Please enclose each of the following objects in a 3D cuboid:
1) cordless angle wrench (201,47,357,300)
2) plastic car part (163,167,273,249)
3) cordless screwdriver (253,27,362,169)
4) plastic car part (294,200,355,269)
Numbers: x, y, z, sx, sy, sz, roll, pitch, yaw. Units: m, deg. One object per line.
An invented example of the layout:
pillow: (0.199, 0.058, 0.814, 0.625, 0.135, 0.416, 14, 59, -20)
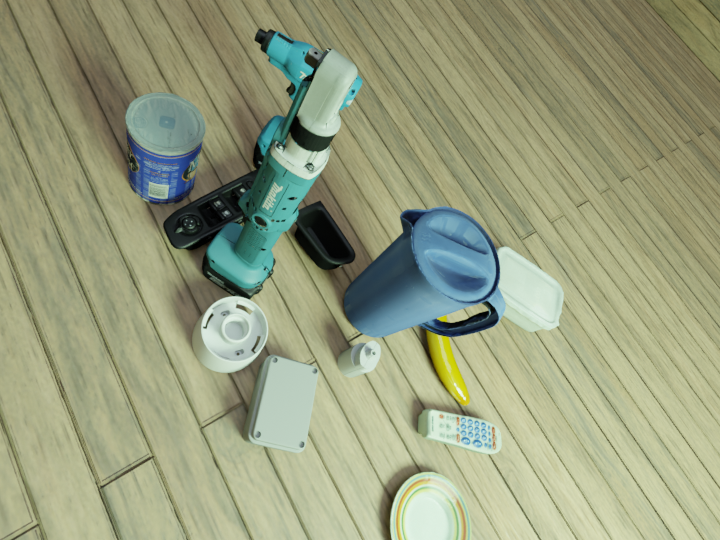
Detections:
cordless angle wrench: (-0.103, -0.074, 0.484, 0.097, 0.427, 0.074, 37, 57, -9)
plastic car part: (-0.213, -0.092, 0.661, 0.199, 0.068, 0.067, -36, 85, -33)
cordless screwdriver: (-0.117, -0.251, 0.672, 0.156, 0.251, 0.075, 30, 58, -11)
plastic car part: (-0.068, -0.045, 0.696, 0.064, 0.071, 0.118, -29, 80, -33)
